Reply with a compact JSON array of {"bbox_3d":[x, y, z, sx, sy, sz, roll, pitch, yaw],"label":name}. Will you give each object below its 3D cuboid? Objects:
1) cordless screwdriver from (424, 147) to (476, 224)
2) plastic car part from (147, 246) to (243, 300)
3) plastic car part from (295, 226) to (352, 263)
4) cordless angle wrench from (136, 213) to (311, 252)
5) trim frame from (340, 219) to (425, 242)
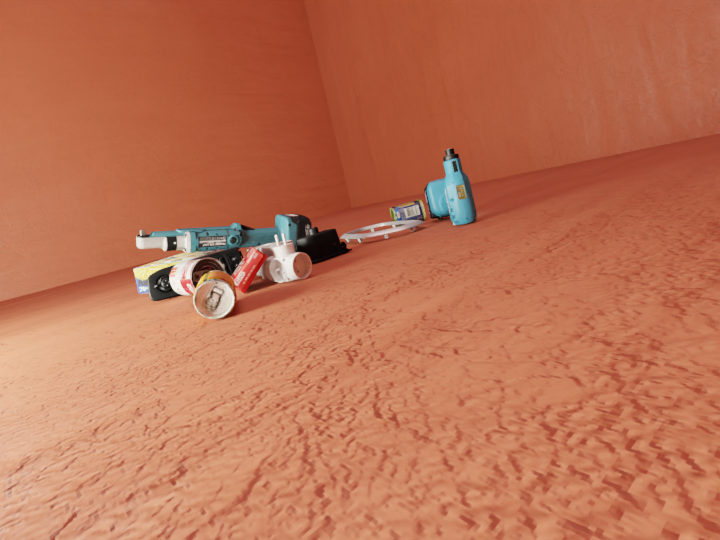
[{"bbox_3d":[0.202,-0.190,0.980,0.075,0.158,0.249,-13,7,2],"label":"cordless screwdriver"},{"bbox_3d":[-0.342,0.010,0.878,0.196,0.066,0.069,-20,1,-34],"label":"plastic car part"},{"bbox_3d":[-0.085,-0.056,0.873,0.112,0.070,0.069,-17,7,-42],"label":"plastic car part"},{"bbox_3d":[-0.315,-0.080,1.021,0.405,0.096,0.078,-8,18,-35],"label":"cordless angle wrench"},{"bbox_3d":[0.053,-0.100,1.057,0.180,0.027,0.257,-18,9,-21],"label":"trim frame"}]
